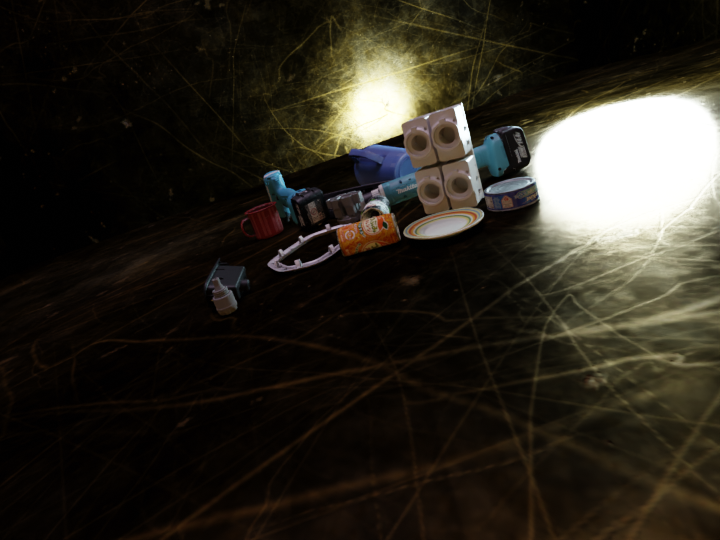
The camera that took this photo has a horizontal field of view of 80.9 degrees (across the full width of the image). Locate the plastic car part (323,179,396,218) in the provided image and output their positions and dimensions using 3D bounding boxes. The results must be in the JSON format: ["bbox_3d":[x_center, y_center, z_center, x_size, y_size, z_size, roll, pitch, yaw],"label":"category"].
[{"bbox_3d":[0.005,-0.179,1.079,0.211,0.067,0.064,-8,-5,32],"label":"plastic car part"}]

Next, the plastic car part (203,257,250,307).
[{"bbox_3d":[-0.236,0.025,0.767,0.070,0.064,0.120,-6,21,-5],"label":"plastic car part"}]

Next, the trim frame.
[{"bbox_3d":[-0.086,-0.056,0.878,0.192,0.027,0.243,-3,23,36],"label":"trim frame"}]

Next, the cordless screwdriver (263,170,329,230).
[{"bbox_3d":[-0.178,-0.173,1.154,0.073,0.153,0.263,-29,36,-23],"label":"cordless screwdriver"}]

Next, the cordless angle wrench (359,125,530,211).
[{"bbox_3d":[0.156,-0.209,0.969,0.428,0.096,0.075,-19,13,11],"label":"cordless angle wrench"}]
